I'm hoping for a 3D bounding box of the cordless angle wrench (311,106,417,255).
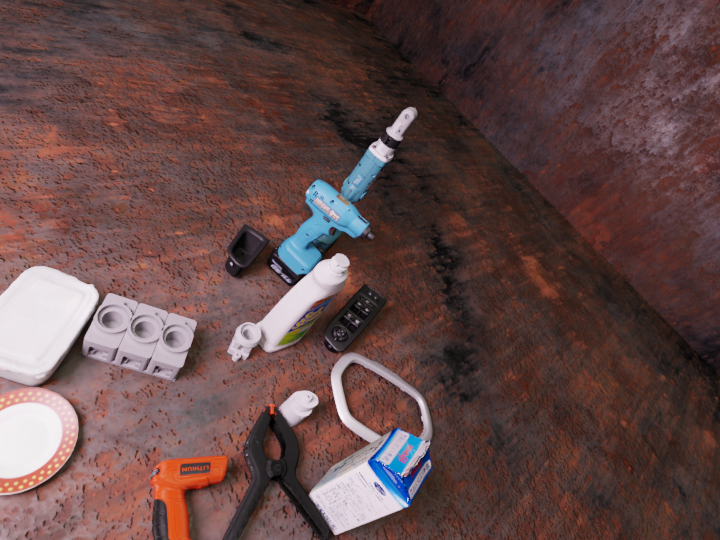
[{"bbox_3d":[-0.011,-0.183,0.938,0.075,0.425,0.097,43,39,1],"label":"cordless angle wrench"}]

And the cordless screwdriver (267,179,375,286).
[{"bbox_3d":[-0.088,-0.057,0.896,0.160,0.250,0.073,42,39,2],"label":"cordless screwdriver"}]

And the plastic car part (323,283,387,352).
[{"bbox_3d":[-0.022,0.110,0.924,0.067,0.067,0.200,42,39,3],"label":"plastic car part"}]

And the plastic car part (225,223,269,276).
[{"bbox_3d":[-0.252,-0.032,0.893,0.065,0.071,0.117,33,40,-9],"label":"plastic car part"}]

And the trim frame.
[{"bbox_3d":[0.044,0.267,0.849,0.245,0.027,0.186,30,40,-8],"label":"trim frame"}]
